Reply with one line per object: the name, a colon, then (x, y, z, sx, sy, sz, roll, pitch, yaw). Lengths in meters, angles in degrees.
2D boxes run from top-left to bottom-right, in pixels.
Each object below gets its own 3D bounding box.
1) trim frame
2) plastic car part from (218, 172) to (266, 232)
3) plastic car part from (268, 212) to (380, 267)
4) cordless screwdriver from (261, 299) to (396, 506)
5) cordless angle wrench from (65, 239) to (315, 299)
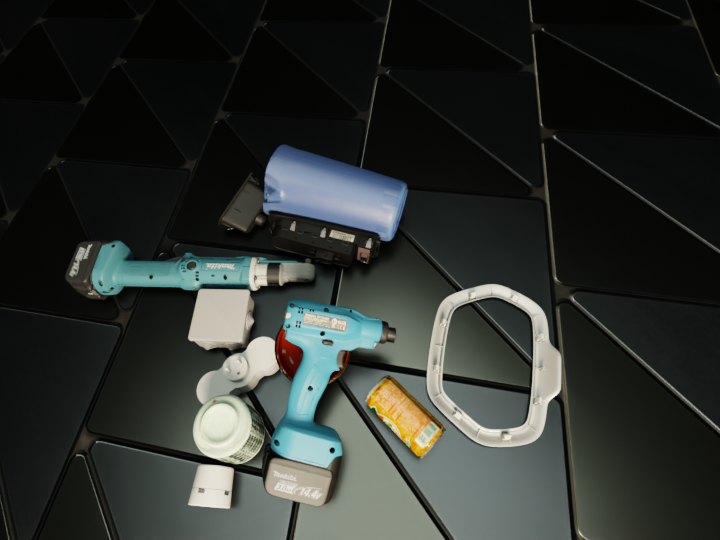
trim frame: (0.200, 0.131, 0.637, 0.188, 0.026, 0.252, 11, 61, 11)
plastic car part: (-0.212, -0.116, 0.811, 0.071, 0.065, 0.117, 25, 69, 1)
plastic car part: (-0.072, -0.047, 0.738, 0.208, 0.064, 0.067, 18, 65, 11)
cordless screwdriver: (-0.043, 0.173, 0.576, 0.158, 0.074, 0.251, 10, 79, -5)
cordless angle wrench: (-0.291, 0.002, 0.746, 0.426, 0.072, 0.100, 1, 60, 5)
